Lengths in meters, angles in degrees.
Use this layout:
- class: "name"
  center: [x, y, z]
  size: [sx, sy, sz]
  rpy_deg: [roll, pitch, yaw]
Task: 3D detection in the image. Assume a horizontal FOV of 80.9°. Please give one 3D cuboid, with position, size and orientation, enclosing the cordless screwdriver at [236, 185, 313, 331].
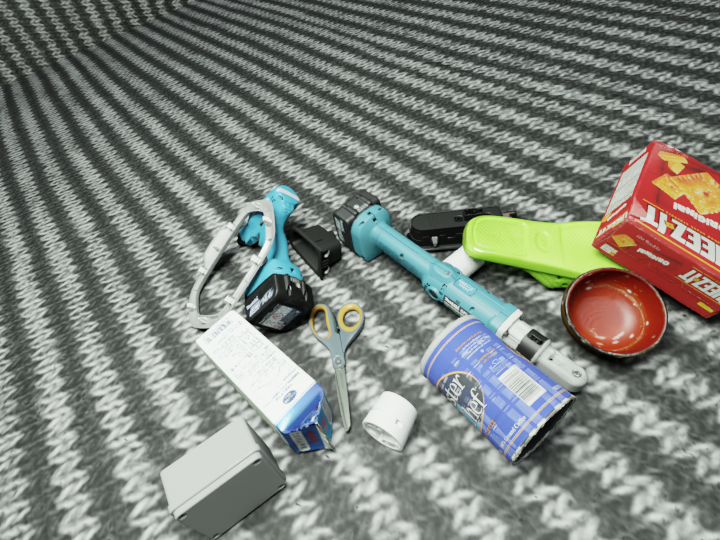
- class: "cordless screwdriver"
  center: [-0.162, -0.015, 0.726]
  size: [0.162, 0.070, 0.258]
  rpy_deg: [-38, 46, 30]

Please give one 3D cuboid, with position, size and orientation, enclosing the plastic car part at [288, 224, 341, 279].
- class: "plastic car part"
  center: [-0.074, -0.049, 0.761]
  size: [0.069, 0.064, 0.123]
  rpy_deg: [-20, 42, -25]

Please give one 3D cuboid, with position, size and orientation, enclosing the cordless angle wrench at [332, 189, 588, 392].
- class: "cordless angle wrench"
  center: [0.125, 0.019, 0.628]
  size: [0.073, 0.094, 0.446]
  rpy_deg: [-38, 55, -18]

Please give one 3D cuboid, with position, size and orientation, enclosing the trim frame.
- class: "trim frame"
  center: [-0.223, -0.014, 0.715]
  size: [0.248, 0.026, 0.194]
  rpy_deg: [-58, 38, 3]

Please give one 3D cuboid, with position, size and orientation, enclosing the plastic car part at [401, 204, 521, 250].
- class: "plastic car part"
  center: [0.171, -0.073, 0.713]
  size: [0.207, 0.064, 0.068]
  rpy_deg: [-7, 56, 12]
